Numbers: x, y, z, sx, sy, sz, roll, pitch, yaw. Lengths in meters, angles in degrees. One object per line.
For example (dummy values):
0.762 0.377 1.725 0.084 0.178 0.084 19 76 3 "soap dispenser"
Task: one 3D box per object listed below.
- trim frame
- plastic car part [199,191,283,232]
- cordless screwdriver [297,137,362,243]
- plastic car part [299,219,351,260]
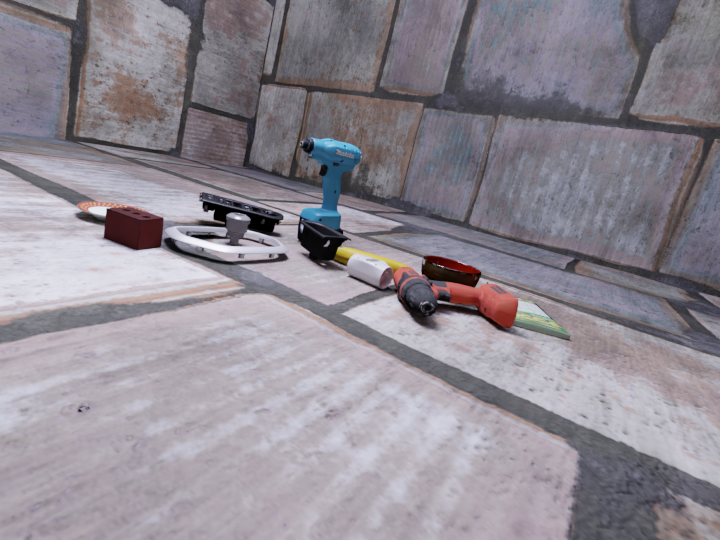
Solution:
-0.248 -0.056 0.807 0.194 0.027 0.238 22 16 32 "trim frame"
-0.278 -0.130 0.993 0.196 0.066 0.069 8 14 -19 "plastic car part"
-0.093 -0.179 0.979 0.151 0.247 0.079 4 16 -40 "cordless screwdriver"
-0.084 -0.055 0.862 0.063 0.070 0.123 4 16 -37 "plastic car part"
